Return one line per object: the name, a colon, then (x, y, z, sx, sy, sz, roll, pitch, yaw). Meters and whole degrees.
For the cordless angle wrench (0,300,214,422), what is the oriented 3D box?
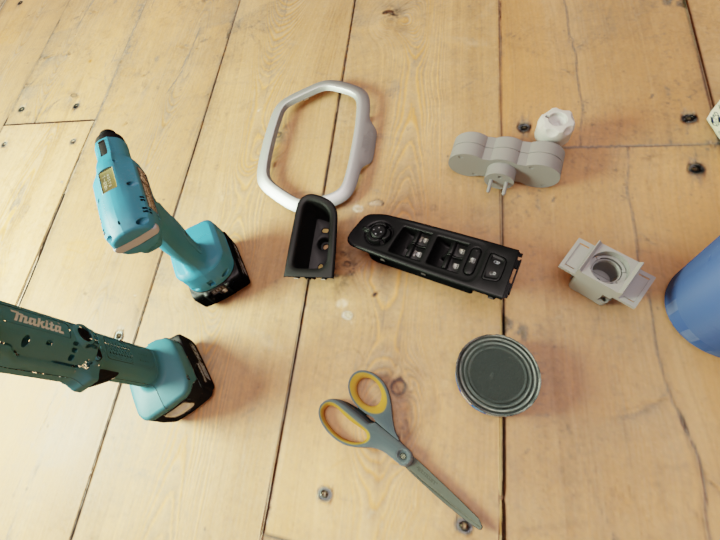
cordless angle wrench: (-0.275, 0.076, 0.391, 0.074, 0.406, 0.102, -35, 66, -4)

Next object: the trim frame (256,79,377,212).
trim frame: (-0.069, -0.201, 0.668, 0.189, 0.026, 0.252, 3, 68, 16)

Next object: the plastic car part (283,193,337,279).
plastic car part: (-0.056, -0.036, 0.570, 0.068, 0.068, 0.118, 1, 68, 13)

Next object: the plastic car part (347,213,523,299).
plastic car part: (0.084, -0.019, 0.527, 0.211, 0.064, 0.066, 21, 74, 22)

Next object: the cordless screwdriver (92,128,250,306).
cordless screwdriver: (-0.235, -0.057, 0.531, 0.074, 0.239, 0.166, -29, 65, -1)
